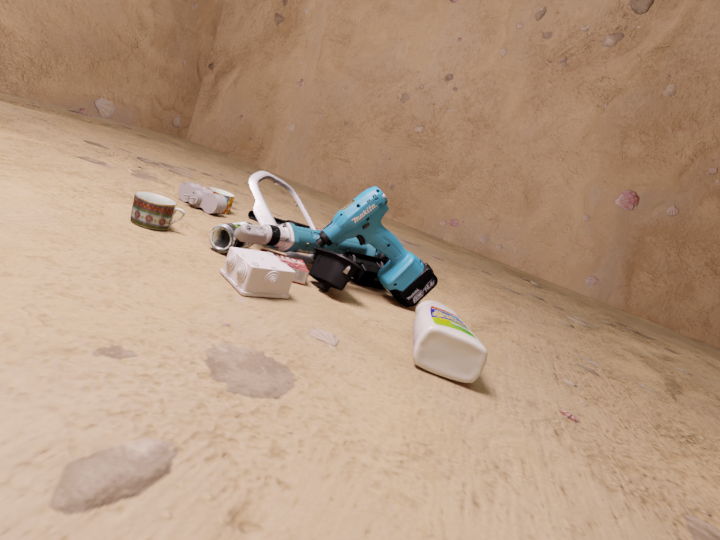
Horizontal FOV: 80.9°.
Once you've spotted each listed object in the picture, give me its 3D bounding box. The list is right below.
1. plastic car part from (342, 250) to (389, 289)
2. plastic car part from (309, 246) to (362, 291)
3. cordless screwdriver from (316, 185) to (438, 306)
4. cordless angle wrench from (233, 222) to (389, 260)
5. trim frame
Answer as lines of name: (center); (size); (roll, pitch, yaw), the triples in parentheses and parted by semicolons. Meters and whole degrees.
plastic car part: (0.042, 0.009, 0.946); (0.193, 0.066, 0.071); (10, 26, -38)
plastic car part: (-0.057, 0.004, 0.789); (0.063, 0.071, 0.122); (36, -7, -30)
cordless screwdriver: (0.034, -0.029, 0.854); (0.240, 0.159, 0.077); (52, -2, -20)
cordless angle wrench: (-0.088, -0.058, 0.901); (0.401, 0.100, 0.076); (6, 61, -51)
trim frame: (-0.168, -0.121, 0.957); (0.252, 0.028, 0.178); (61, 27, 7)
